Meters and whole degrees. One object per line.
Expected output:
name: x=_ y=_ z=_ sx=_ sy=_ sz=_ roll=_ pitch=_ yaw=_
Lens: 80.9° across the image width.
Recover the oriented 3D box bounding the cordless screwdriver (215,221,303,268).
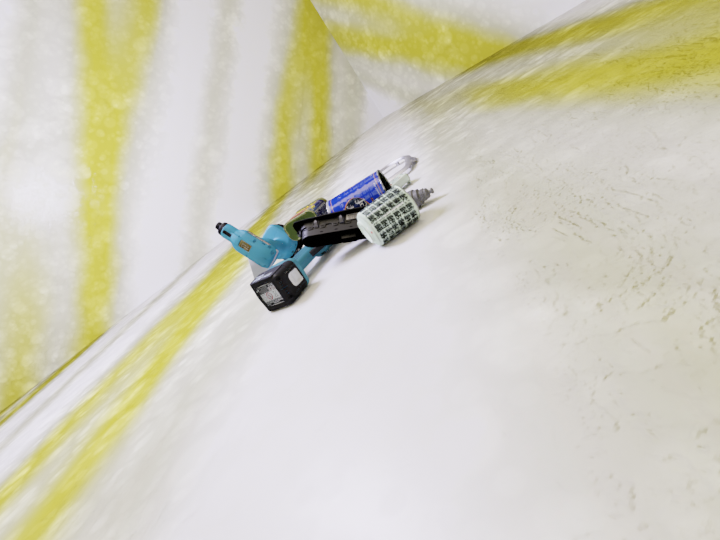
cordless screwdriver: x=-0.241 y=-0.075 z=1.045 sx=0.074 sy=0.162 sz=0.244 roll=-61 pitch=-8 yaw=12

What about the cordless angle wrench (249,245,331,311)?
cordless angle wrench: x=-0.098 y=-0.064 z=1.002 sx=0.101 sy=0.072 sz=0.420 roll=-22 pitch=20 yaw=38

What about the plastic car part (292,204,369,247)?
plastic car part: x=-0.042 y=-0.086 z=0.892 sx=0.207 sy=0.063 sz=0.069 roll=-6 pitch=60 yaw=12

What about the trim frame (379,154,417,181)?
trim frame: x=0.091 y=-0.302 z=1.316 sx=0.187 sy=0.027 sz=0.251 roll=-30 pitch=17 yaw=17
